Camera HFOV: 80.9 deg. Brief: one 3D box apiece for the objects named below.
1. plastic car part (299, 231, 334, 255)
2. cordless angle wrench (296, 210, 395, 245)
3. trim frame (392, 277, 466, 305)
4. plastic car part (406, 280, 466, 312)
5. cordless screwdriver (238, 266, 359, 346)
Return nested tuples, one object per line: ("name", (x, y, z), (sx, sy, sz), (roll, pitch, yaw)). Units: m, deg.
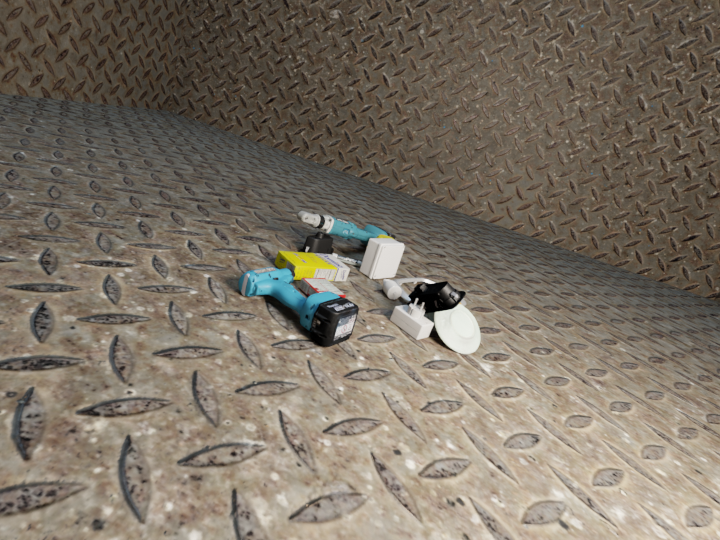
("plastic car part", (-0.122, -0.080, 1.251), (0.069, 0.070, 0.111), (28, 18, 30))
("cordless angle wrench", (-0.042, -0.128, 1.332), (0.104, 0.074, 0.401), (33, 14, 37))
("trim frame", (0.193, 0.068, 1.191), (0.236, 0.027, 0.195), (-1, 26, -47))
("plastic car part", (0.164, 0.058, 0.968), (0.065, 0.066, 0.208), (-35, 9, -20))
("cordless screwdriver", (-0.117, 0.057, 0.884), (0.261, 0.073, 0.153), (24, 20, 29))
